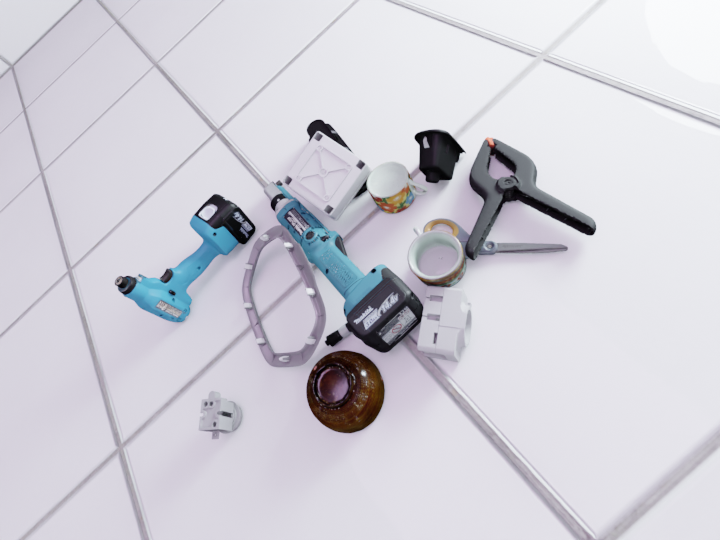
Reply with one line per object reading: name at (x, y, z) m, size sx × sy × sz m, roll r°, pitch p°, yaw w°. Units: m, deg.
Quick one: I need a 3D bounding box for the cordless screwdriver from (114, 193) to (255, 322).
cordless screwdriver at (-0.316, -0.030, 0.774) m, size 0.078 × 0.151 × 0.248 m, roll 30°, pitch 79°, yaw 32°

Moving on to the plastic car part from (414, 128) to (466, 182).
plastic car part at (0.119, -0.173, 0.667) m, size 0.069 × 0.112 × 0.071 m, roll 6°, pitch 93°, yaw 27°

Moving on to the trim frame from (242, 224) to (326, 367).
trim frame at (-0.134, 0.039, 0.688) m, size 0.185 × 0.026 × 0.261 m, roll -47°, pitch 51°, yaw 26°

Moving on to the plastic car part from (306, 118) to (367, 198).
plastic car part at (-0.054, -0.220, 0.799) m, size 0.067 × 0.063 × 0.213 m, roll -38°, pitch 53°, yaw 12°

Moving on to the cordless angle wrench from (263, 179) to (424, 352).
cordless angle wrench at (-0.069, -0.045, 0.704) m, size 0.098 × 0.070 × 0.447 m, roll -44°, pitch 49°, yaw -1°
